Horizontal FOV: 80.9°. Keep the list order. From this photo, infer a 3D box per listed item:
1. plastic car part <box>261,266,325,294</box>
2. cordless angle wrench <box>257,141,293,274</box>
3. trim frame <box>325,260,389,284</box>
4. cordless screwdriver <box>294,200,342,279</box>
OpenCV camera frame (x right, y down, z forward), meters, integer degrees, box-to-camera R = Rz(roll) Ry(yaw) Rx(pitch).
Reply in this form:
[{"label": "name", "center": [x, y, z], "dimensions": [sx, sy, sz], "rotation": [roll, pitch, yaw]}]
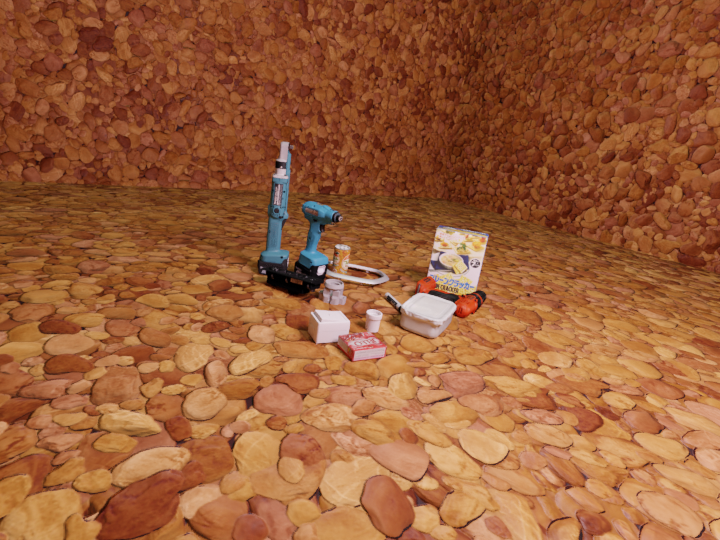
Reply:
[{"label": "plastic car part", "center": [-0.206, 0.030, 1.245], "dimensions": [0.213, 0.066, 0.064], "rotation": [18, 19, 30]}, {"label": "cordless angle wrench", "center": [-0.261, -0.192, 1.339], "dimensions": [0.098, 0.417, 0.075], "rotation": [8, 15, -2]}, {"label": "trim frame", "center": [-0.026, 0.007, 1.450], "dimensions": [0.252, 0.027, 0.185], "rotation": [9, 18, 5]}, {"label": "cordless screwdriver", "center": [-0.131, -0.086, 1.341], "dimensions": [0.071, 0.245, 0.168], "rotation": [-7, 22, -45]}]
